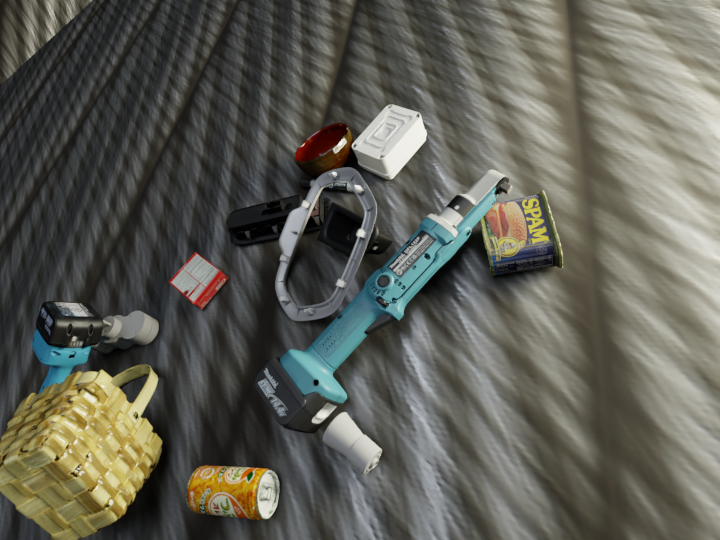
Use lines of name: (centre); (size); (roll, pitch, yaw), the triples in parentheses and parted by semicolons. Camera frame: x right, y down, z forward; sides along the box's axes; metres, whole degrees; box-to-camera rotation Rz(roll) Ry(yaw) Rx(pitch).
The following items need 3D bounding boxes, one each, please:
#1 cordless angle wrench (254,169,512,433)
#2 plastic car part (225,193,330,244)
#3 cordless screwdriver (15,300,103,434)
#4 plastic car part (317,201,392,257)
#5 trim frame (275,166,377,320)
cordless angle wrench: (0.039, 0.026, 0.556); (0.423, 0.070, 0.103); (-47, 54, -1)
plastic car part: (-0.157, -0.092, 0.753); (0.208, 0.063, 0.068); (-12, 64, 21)
cordless screwdriver: (-0.520, 0.174, 0.708); (0.168, 0.070, 0.248); (17, 92, 39)
plastic car part: (0.000, -0.053, 0.648); (0.123, 0.067, 0.066); (30, 102, 43)
trim frame: (-0.063, -0.041, 0.644); (0.195, 0.026, 0.248); (27, 98, 47)
